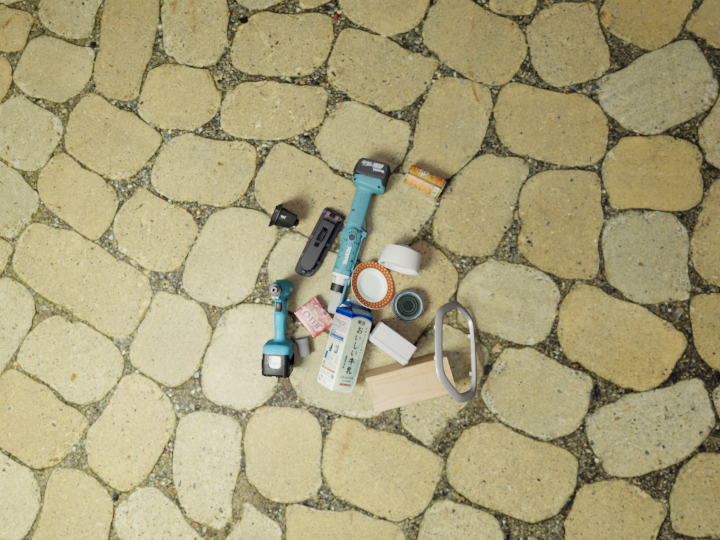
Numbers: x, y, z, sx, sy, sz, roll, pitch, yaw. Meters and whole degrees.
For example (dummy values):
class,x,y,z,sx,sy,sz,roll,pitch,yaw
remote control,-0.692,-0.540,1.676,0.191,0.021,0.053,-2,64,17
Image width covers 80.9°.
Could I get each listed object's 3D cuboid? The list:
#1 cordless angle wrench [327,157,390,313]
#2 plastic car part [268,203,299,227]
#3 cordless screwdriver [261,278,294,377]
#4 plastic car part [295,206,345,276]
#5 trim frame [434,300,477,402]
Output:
class,x,y,z,sx,sy,sz,roll,pitch,yaw
cordless angle wrench,-0.020,-0.089,1.143,0.099,0.073,0.423,16,88,4
plastic car part,-0.204,-0.141,1.151,0.068,0.120,0.066,21,87,-21
cordless screwdriver,-0.212,0.147,1.089,0.075,0.158,0.250,2,87,1
plastic car part,-0.113,-0.074,1.155,0.066,0.067,0.203,27,90,-4
trim frame,0.239,0.195,1.044,0.028,0.175,0.254,-25,53,45
